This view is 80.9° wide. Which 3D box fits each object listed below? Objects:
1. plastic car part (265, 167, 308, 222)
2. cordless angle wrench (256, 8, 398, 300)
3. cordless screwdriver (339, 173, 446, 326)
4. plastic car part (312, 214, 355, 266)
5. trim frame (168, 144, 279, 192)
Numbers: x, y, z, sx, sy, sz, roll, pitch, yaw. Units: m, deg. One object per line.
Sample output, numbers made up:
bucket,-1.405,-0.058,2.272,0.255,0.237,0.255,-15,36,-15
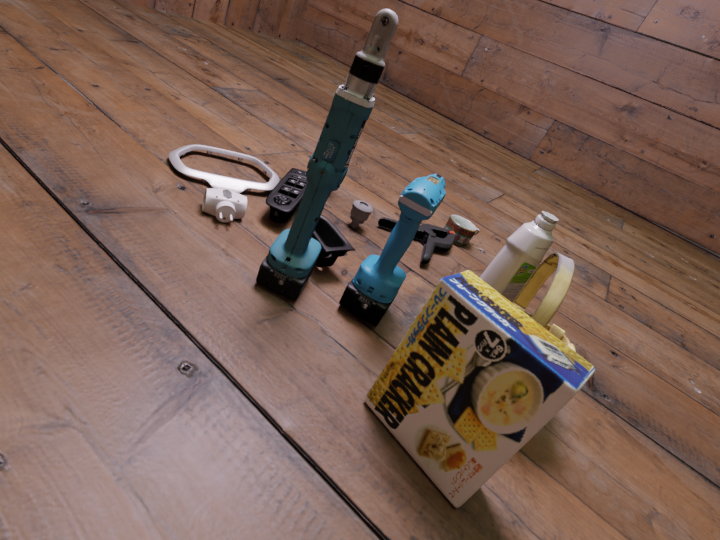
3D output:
plastic car part,-0.152,-0.158,0.902,0.066,0.066,0.205,23,30,-3
cordless angle wrench,-0.047,-0.144,0.601,0.075,0.420,0.098,26,30,-1
cordless screwdriver,0.061,-0.041,0.682,0.076,0.247,0.157,31,30,8
plastic car part,-0.076,-0.050,0.779,0.063,0.070,0.123,-3,40,-40
trim frame,-0.303,-0.231,0.953,0.239,0.027,0.193,8,33,-23
